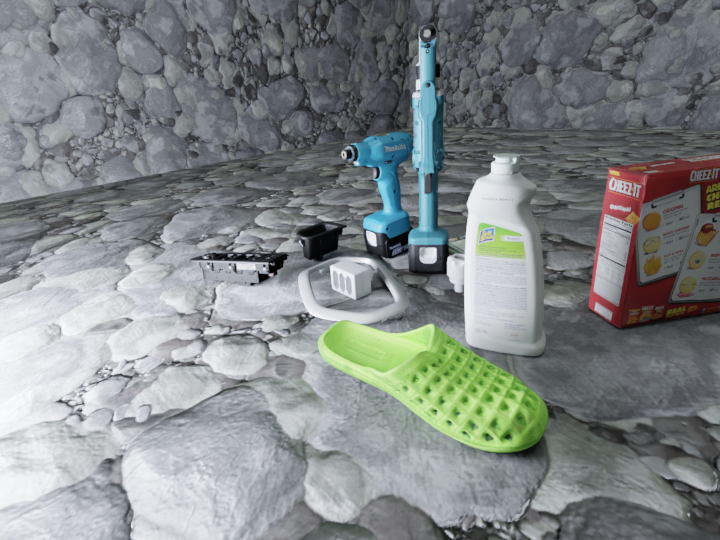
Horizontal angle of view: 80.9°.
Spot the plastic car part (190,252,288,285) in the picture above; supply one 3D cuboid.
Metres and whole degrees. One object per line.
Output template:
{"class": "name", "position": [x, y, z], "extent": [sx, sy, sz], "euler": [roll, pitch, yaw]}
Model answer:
{"class": "plastic car part", "position": [-0.238, -0.006, 0.820], "extent": [0.211, 0.065, 0.065], "euler": [6, 24, 25]}

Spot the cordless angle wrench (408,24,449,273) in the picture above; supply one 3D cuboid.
{"class": "cordless angle wrench", "position": [0.121, -0.202, 0.753], "extent": [0.076, 0.413, 0.098], "euler": [1, 21, 12]}

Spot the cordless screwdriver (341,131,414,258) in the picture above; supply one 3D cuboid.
{"class": "cordless screwdriver", "position": [0.038, -0.148, 0.862], "extent": [0.154, 0.243, 0.078], "euler": [-17, 24, -30]}

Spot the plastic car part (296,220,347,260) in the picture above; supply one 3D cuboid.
{"class": "plastic car part", "position": [-0.088, -0.058, 0.900], "extent": [0.069, 0.069, 0.113], "euler": [12, 28, 36]}

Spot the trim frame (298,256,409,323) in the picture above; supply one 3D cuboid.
{"class": "trim frame", "position": [-0.014, 0.029, 0.739], "extent": [0.182, 0.027, 0.258], "euler": [-10, 24, -10]}
